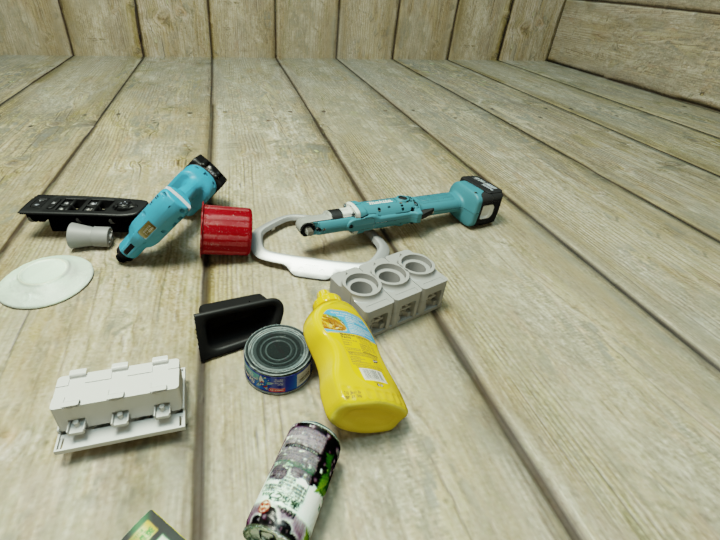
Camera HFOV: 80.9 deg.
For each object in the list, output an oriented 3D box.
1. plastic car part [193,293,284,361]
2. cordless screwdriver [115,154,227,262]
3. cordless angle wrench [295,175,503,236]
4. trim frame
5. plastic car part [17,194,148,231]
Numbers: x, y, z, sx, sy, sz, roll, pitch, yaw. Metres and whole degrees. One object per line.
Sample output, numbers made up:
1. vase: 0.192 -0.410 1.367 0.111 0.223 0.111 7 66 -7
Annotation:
1. plastic car part: -0.169 0.062 0.568 0.113 0.064 0.075 -15 25 -30
2. cordless screwdriver: -0.337 -0.113 0.757 0.161 0.072 0.254 -39 22 18
3. cordless angle wrench: 0.076 -0.111 0.790 0.410 0.072 0.103 -12 38 -25
4. trim frame: -0.073 -0.048 0.751 0.250 0.027 0.187 8 35 3
5. plastic car part: -0.481 -0.096 0.749 0.202 0.065 0.068 -2 28 -2
